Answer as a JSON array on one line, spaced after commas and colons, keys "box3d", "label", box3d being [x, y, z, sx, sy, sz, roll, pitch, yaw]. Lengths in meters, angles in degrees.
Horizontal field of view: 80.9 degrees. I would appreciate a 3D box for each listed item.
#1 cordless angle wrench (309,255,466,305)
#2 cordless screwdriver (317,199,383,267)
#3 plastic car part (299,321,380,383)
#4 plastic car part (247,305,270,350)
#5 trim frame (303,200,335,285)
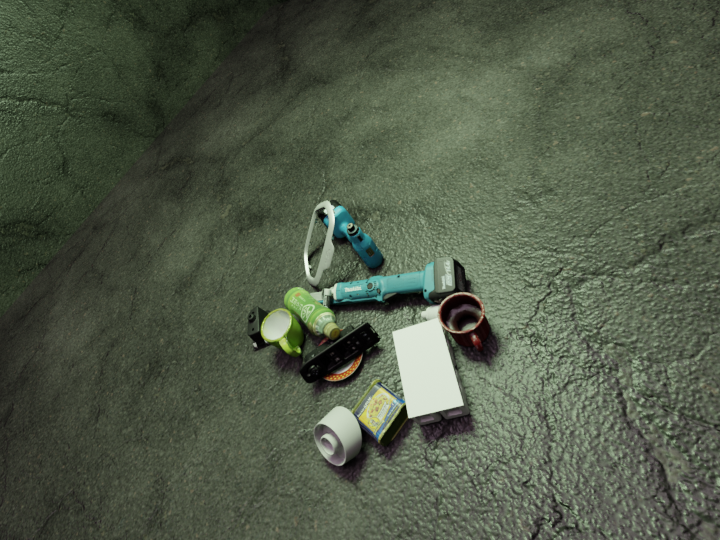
[{"box3d": [0.039, 0.047, 1.043, 0.440, 0.070, 0.100, -10, 66, 34], "label": "cordless angle wrench"}, {"box3d": [-0.041, -0.120, 1.171, 0.074, 0.150, 0.263, -40, 43, -2], "label": "cordless screwdriver"}, {"box3d": [-0.059, 0.183, 0.982, 0.203, 0.063, 0.070, -37, 35, 3], "label": "plastic car part"}, {"box3d": [-0.288, 0.151, 1.180, 0.067, 0.067, 0.121, -24, 49, 13], "label": "plastic car part"}, {"box3d": [-0.115, -0.075, 1.180, 0.193, 0.026, 0.246, 52, 129, 56], "label": "trim frame"}]
